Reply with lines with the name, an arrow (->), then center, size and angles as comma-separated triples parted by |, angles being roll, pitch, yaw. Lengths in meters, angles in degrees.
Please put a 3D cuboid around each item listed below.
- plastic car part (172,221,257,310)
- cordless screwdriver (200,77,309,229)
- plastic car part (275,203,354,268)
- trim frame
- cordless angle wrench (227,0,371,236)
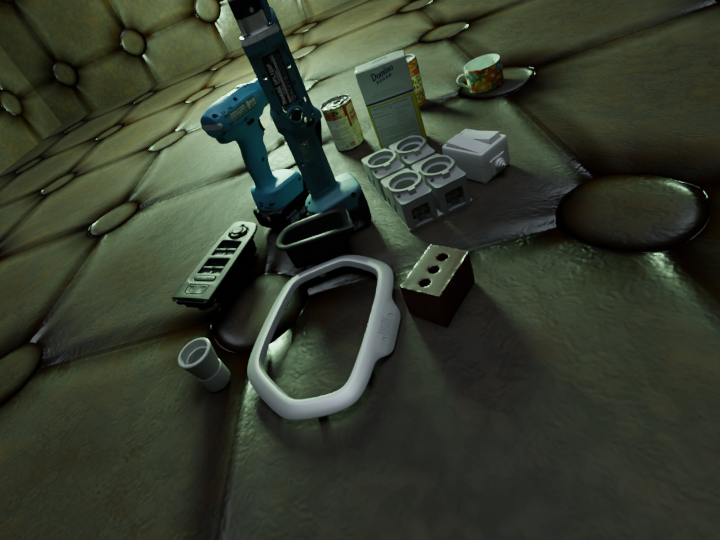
plastic car part -> -0.217, -0.007, 0.689 | 0.068, 0.064, 0.206 | -7, 42, 22
cordless screwdriver -> -0.159, -0.202, 0.738 | 0.078, 0.237, 0.158 | 10, 49, 36
plastic car part -> -0.062, -0.041, 0.638 | 0.117, 0.067, 0.069 | -22, 38, 4
trim frame -> -0.044, 0.070, 0.535 | 0.191, 0.026, 0.251 | -4, 43, 25
cordless angle wrench -> -0.093, -0.223, 0.592 | 0.098, 0.403, 0.078 | -26, 37, -3
